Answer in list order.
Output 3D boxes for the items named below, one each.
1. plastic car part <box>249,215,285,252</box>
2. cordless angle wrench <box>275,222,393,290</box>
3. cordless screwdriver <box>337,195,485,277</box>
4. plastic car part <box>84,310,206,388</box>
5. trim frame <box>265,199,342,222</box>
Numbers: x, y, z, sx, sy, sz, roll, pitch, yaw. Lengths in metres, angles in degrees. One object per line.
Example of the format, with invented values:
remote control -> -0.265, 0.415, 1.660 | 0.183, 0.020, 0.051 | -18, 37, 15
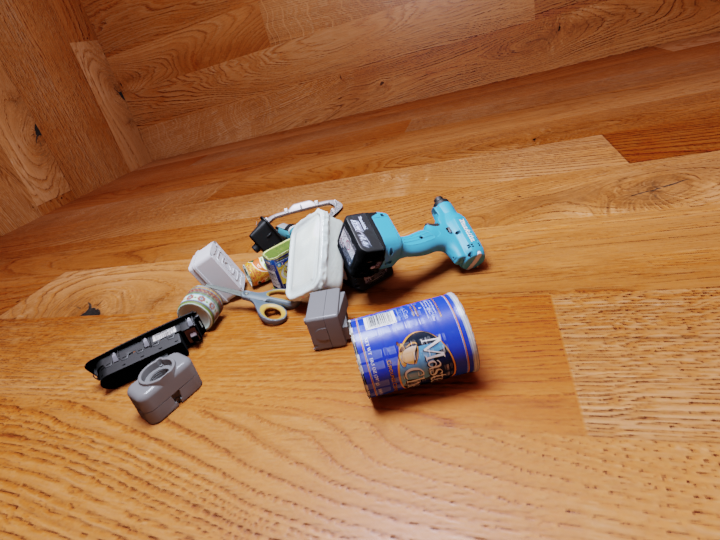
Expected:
plastic car part -> -0.223, -0.068, 1.004 | 0.071, 0.111, 0.069 | -49, 34, -10
cordless angle wrench -> -0.093, -0.061, 0.954 | 0.096, 0.072, 0.446 | -29, 28, -24
cordless screwdriver -> 0.083, -0.070, 0.753 | 0.242, 0.073, 0.166 | -5, 52, -18
plastic car part -> -0.371, 0.149, 0.742 | 0.200, 0.064, 0.070 | -22, 53, -12
trim frame -> -0.173, -0.159, 1.214 | 0.251, 0.026, 0.189 | -15, 27, 7
